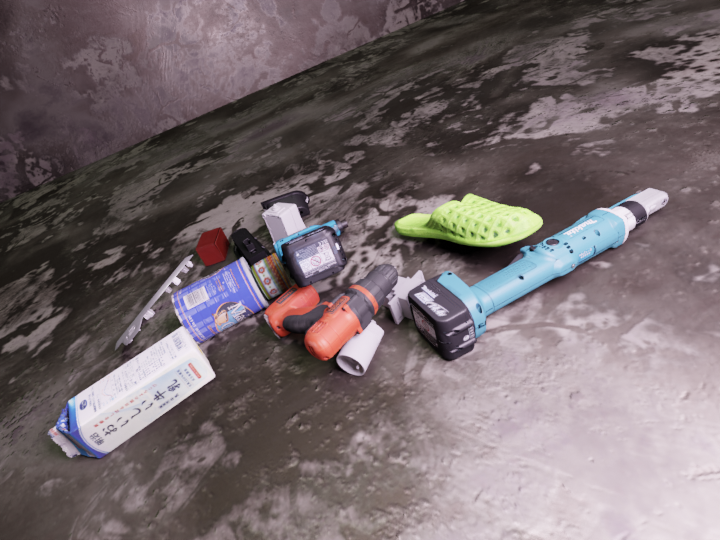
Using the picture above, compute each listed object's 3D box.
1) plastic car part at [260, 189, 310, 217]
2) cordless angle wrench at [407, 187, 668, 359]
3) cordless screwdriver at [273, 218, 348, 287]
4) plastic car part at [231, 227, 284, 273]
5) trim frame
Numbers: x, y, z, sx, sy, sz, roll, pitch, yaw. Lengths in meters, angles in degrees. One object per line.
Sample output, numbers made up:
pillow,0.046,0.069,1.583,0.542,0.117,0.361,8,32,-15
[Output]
plastic car part,-0.173,-0.144,1.024,0.116,0.063,0.074,-20,49,-1
cordless angle wrench,0.270,-0.019,0.600,0.419,0.071,0.103,-27,34,-10
cordless screwdriver,-0.076,-0.050,0.777,0.158,0.073,0.255,-25,14,-7
plastic car part,-0.240,-0.041,0.921,0.066,0.064,0.214,-38,35,-10
trim frame,-0.392,0.062,0.808,0.252,0.027,0.187,-39,21,28
